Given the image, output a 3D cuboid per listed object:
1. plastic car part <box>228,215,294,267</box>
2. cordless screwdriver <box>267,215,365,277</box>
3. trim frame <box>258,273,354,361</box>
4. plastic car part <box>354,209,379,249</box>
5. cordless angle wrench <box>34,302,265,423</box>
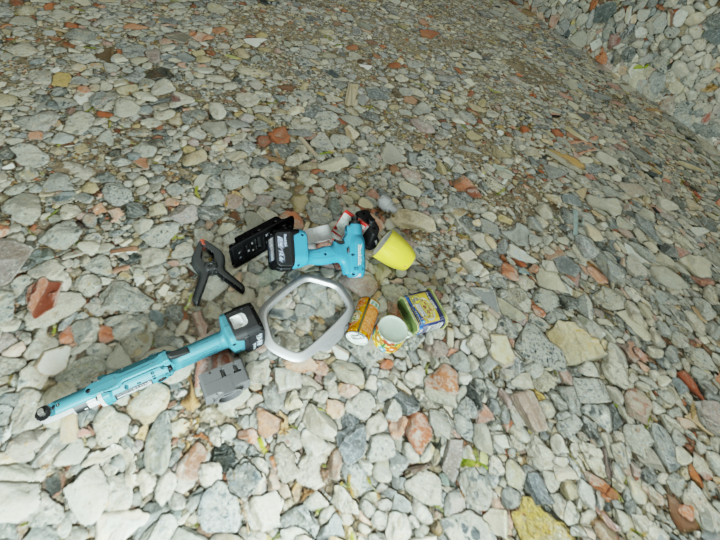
[{"bbox_3d":[-0.256,-0.085,1.082,0.198,0.064,0.071,-32,41,-30],"label":"plastic car part"},{"bbox_3d":[-0.102,-0.067,1.041,0.240,0.076,0.161,4,78,-23],"label":"cordless screwdriver"},{"bbox_3d":[-0.124,0.104,0.982,0.190,0.027,0.244,37,52,17],"label":"trim frame"},{"bbox_3d":[0.018,-0.122,1.160,0.064,0.069,0.122,-18,56,-26],"label":"plastic car part"},{"bbox_3d":[-0.394,0.187,0.825,0.413,0.096,0.077,-23,63,-22],"label":"cordless angle wrench"}]
